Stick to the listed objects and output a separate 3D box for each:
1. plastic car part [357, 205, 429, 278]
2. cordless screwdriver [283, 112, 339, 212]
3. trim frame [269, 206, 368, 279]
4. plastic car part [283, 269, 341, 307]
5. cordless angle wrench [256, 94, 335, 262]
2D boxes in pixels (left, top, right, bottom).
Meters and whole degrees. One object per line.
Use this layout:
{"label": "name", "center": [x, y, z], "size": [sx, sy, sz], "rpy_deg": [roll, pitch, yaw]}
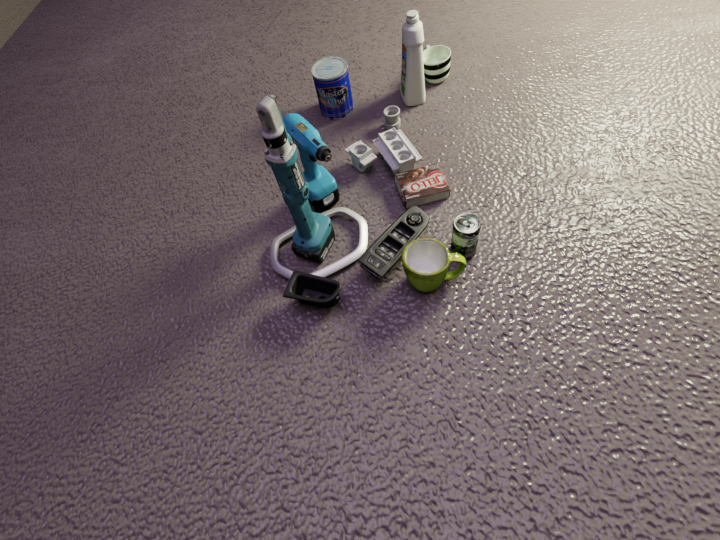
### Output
{"label": "plastic car part", "center": [0.081, -0.059, 0.932], "size": [0.069, 0.064, 0.202], "rpy_deg": [32, 69, 26]}
{"label": "cordless screwdriver", "center": [-0.101, -0.230, 0.976], "size": [0.074, 0.238, 0.167], "rpy_deg": [-34, 59, -12]}
{"label": "trim frame", "center": [-0.098, -0.064, 0.997], "size": [0.247, 0.026, 0.193], "rpy_deg": [-30, 57, -7]}
{"label": "plastic car part", "center": [-0.094, 0.051, 0.899], "size": [0.120, 0.068, 0.066], "rpy_deg": [12, 61, 18]}
{"label": "cordless angle wrench", "center": [-0.130, -0.161, 0.838], "size": [0.077, 0.406, 0.098], "rpy_deg": [19, 63, 18]}
